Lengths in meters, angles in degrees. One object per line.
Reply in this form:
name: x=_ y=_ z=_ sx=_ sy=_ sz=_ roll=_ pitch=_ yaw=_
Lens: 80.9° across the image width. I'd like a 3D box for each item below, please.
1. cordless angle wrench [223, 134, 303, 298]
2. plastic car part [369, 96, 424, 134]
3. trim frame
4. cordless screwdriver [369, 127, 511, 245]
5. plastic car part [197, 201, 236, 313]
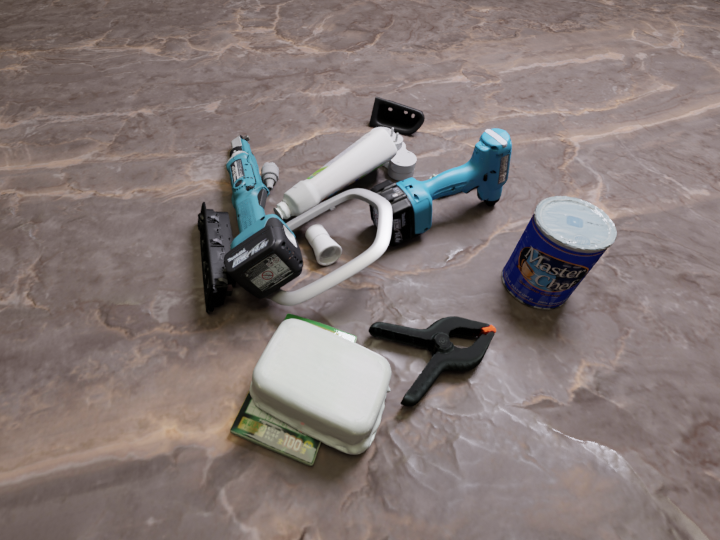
cordless angle wrench: x=-0.193 y=-0.133 z=0.734 sx=0.098 sy=0.070 sz=0.444 roll=-33 pitch=43 yaw=7
plastic car part: x=0.088 y=-0.351 z=0.952 sx=0.119 sy=0.064 sz=0.071 roll=19 pitch=37 yaw=9
trim frame: x=-0.064 y=-0.042 z=0.652 sx=0.249 sy=0.026 sz=0.194 roll=-32 pitch=47 yaw=2
cordless screwdriver: x=0.142 y=-0.125 z=0.725 sx=0.248 sy=0.152 sz=0.078 roll=-27 pitch=53 yaw=-4
plastic car part: x=-0.227 y=-0.034 z=0.674 sx=0.065 sy=0.065 sz=0.213 roll=-8 pitch=50 yaw=-23
